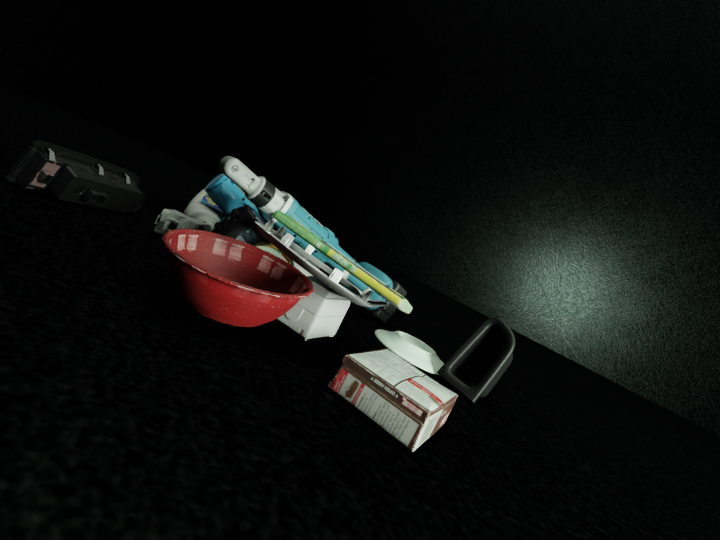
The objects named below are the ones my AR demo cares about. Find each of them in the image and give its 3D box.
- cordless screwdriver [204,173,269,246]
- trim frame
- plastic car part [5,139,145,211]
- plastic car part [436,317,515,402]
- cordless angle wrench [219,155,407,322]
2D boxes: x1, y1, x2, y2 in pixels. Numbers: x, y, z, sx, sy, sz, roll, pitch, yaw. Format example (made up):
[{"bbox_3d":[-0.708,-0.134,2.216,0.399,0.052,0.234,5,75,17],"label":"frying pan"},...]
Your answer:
[{"bbox_3d":[-0.182,-0.063,0.696,0.152,0.074,0.261,52,0,-32],"label":"cordless screwdriver"},{"bbox_3d":[-0.047,-0.007,0.538,0.186,0.027,0.246,37,-2,4],"label":"trim frame"},{"bbox_3d":[-0.379,-0.122,0.605,0.068,0.066,0.199,37,6,5],"label":"plastic car part"},{"bbox_3d":[0.178,0.133,0.600,0.070,0.116,0.067,35,-13,46],"label":"plastic car part"},{"bbox_3d":[-0.068,-0.045,0.697,0.400,0.074,0.104,42,-6,-39],"label":"cordless angle wrench"}]
